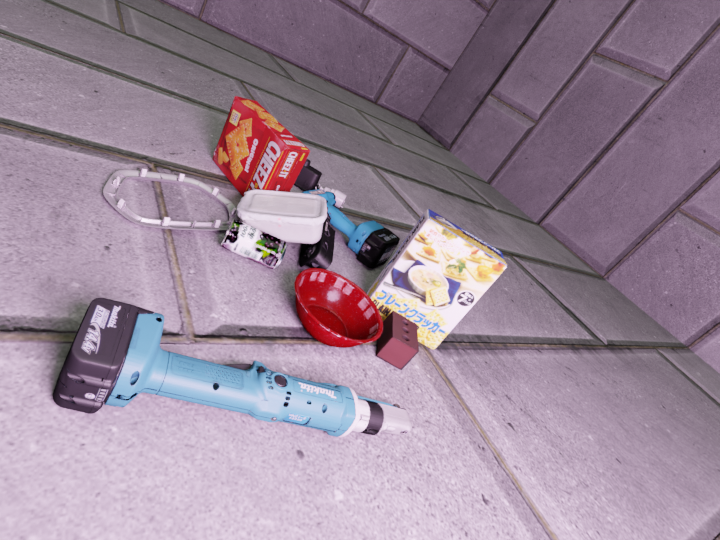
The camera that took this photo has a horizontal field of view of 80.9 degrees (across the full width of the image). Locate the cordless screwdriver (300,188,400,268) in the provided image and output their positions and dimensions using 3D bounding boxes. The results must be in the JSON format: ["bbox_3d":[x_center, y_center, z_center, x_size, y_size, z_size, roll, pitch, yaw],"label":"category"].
[{"bbox_3d":[-0.026,-0.114,1.003,0.257,0.074,0.155,36,27,16],"label":"cordless screwdriver"}]

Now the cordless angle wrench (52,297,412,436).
[{"bbox_3d":[-0.106,0.142,0.490,0.405,0.074,0.102,22,29,-24],"label":"cordless angle wrench"}]

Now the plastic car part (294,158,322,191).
[{"bbox_3d":[-0.150,-0.258,1.117,0.116,0.071,0.066,36,25,-1],"label":"plastic car part"}]

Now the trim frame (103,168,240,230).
[{"bbox_3d":[-0.326,-0.125,0.755,0.236,0.027,0.193,0,42,-49],"label":"trim frame"}]

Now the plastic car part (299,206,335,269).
[{"bbox_3d":[-0.084,-0.055,0.862,0.065,0.067,0.207,52,18,-22],"label":"plastic car part"}]
